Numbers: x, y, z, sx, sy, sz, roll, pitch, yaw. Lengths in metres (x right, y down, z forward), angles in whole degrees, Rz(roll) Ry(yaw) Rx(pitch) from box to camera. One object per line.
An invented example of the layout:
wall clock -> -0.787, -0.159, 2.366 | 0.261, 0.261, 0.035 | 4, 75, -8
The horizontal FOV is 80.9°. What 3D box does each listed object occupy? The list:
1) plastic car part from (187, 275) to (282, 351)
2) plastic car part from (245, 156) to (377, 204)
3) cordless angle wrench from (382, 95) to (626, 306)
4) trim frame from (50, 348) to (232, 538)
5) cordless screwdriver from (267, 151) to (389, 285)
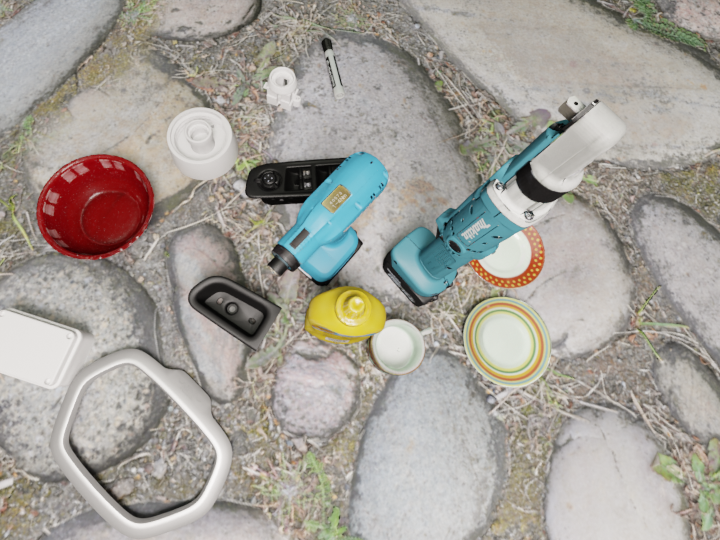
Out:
plastic car part -> -0.175, 0.054, 0.589 | 0.117, 0.070, 0.066 | 30, 74, 3
plastic car part -> -0.075, -0.134, 0.653 | 0.201, 0.066, 0.067 | -3, 76, -5
cordless angle wrench -> 0.118, -0.043, 0.456 | 0.074, 0.421, 0.099 | -39, 85, -16
trim frame -> -0.284, 0.221, 0.554 | 0.252, 0.027, 0.183 | 41, 75, 8
cordless screwdriver -> -0.052, -0.034, 0.532 | 0.075, 0.247, 0.158 | 41, 74, 2
